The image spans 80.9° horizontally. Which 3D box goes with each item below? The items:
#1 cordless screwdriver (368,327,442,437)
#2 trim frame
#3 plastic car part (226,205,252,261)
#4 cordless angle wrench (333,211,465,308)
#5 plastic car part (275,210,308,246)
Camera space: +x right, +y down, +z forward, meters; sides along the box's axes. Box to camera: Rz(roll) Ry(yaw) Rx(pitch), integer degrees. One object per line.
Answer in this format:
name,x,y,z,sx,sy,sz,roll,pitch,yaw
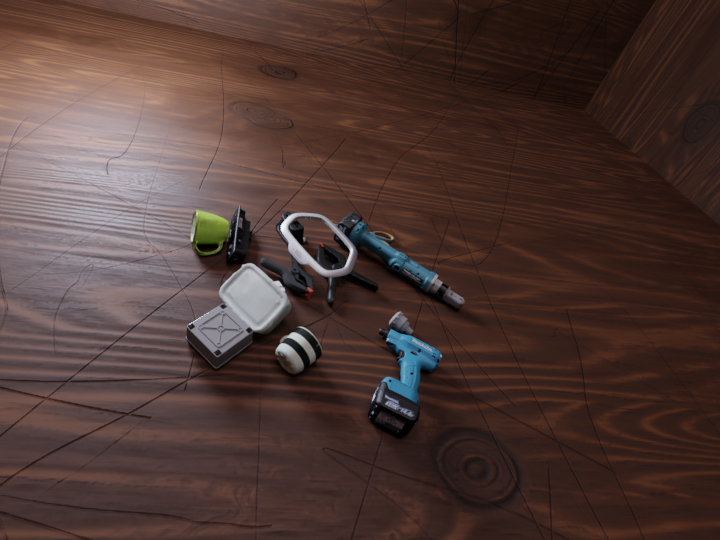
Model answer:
cordless screwdriver,0.083,0.237,0.964,0.163,0.073,0.247,26,38,10
trim frame,-0.118,-0.077,1.204,0.179,0.027,0.257,-29,67,-38
plastic car part,-0.346,-0.094,1.205,0.064,0.067,0.210,30,33,-28
cordless angle wrench,0.116,-0.021,1.246,0.435,0.096,0.073,34,46,15
plastic car part,-0.211,-0.133,1.277,0.064,0.070,0.122,-18,55,-35
